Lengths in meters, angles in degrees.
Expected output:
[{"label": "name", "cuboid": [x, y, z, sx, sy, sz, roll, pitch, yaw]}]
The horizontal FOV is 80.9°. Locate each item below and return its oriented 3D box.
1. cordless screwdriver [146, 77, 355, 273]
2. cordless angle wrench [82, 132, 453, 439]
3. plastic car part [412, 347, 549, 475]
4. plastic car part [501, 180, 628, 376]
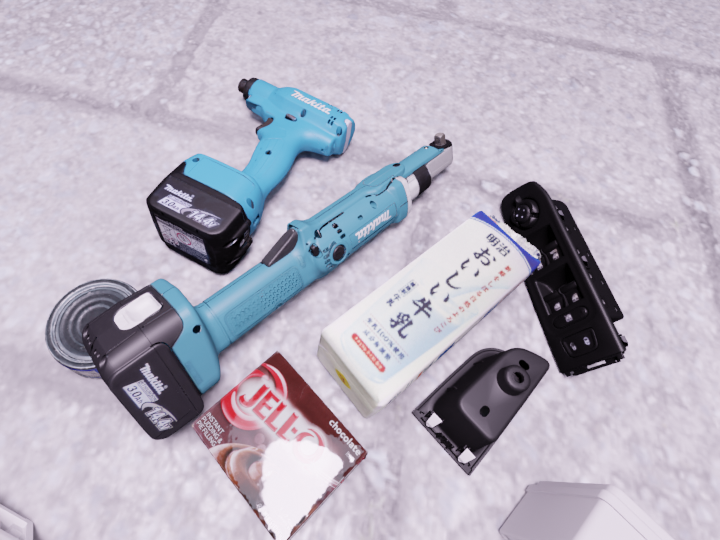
[{"label": "cordless screwdriver", "cuboid": [-0.132, -0.127, 0.471, 0.163, 0.073, 0.248, 29, 59, 11]}, {"label": "cordless angle wrench", "cuboid": [-0.040, -0.026, 0.413, 0.416, 0.094, 0.079, -39, 43, -27]}, {"label": "plastic car part", "cuboid": [0.113, 0.103, 0.358, 0.115, 0.069, 0.068, -39, 74, -19]}, {"label": "plastic car part", "cuboid": [0.207, -0.004, 0.429, 0.065, 0.066, 0.210, -4, 61, -19]}]
